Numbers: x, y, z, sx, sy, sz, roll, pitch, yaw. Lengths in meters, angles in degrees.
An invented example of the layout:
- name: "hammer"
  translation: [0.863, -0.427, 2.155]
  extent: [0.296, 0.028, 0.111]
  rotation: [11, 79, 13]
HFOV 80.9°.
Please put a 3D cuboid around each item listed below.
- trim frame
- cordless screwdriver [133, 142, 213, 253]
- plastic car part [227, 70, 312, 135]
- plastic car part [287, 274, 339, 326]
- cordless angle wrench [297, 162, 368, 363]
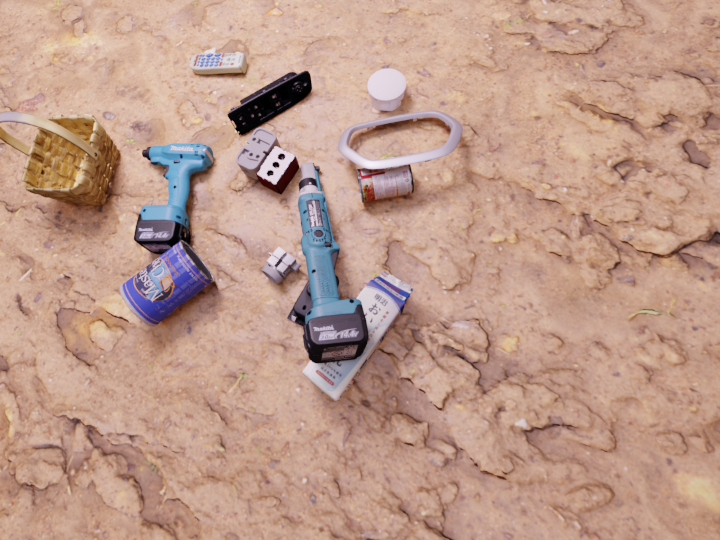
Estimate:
- name: "trim frame"
  translation: [0.078, -0.265, 0.845]
  extent: [0.250, 0.026, 0.191]
  rotation: [-12, 49, 3]
- name: "cordless screwdriver"
  translation: [-0.416, -0.162, 0.898]
  extent: [0.162, 0.072, 0.253]
  rotation: [4, 69, 9]
- name: "plastic car part"
  translation: [-0.201, -0.383, 0.946]
  extent: [0.203, 0.063, 0.070]
  rotation: [-28, 47, 0]
- name: "plastic car part"
  translation: [-0.088, 0.048, 0.782]
  extent: [0.068, 0.069, 0.117]
  rotation: [24, 80, 11]
- name: "cordless angle wrench"
  translation: [-0.075, -0.049, 0.766]
  extent: [0.097, 0.072, 0.440]
  rotation: [-6, 54, -10]
